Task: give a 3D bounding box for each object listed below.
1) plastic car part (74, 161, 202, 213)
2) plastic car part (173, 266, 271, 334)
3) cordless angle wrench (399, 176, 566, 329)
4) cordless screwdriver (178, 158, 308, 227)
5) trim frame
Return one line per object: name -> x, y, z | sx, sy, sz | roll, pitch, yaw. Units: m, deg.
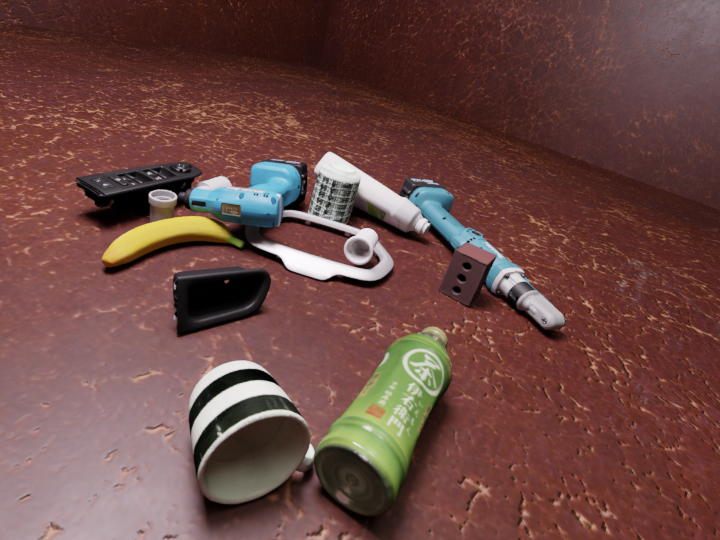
plastic car part -> -0.335, -0.131, 0.672 | 0.069, 0.065, 0.199 | 19, 32, 21
plastic car part -> -0.174, 0.021, 0.502 | 0.075, 0.065, 0.112 | 22, 23, 40
cordless angle wrench -> 0.200, -0.046, 0.770 | 0.094, 0.073, 0.445 | 0, 35, -26
cordless screwdriver -> -0.184, -0.137, 0.719 | 0.161, 0.073, 0.250 | 7, 23, 6
trim frame -> -0.067, -0.044, 0.688 | 0.250, 0.027, 0.186 | 17, 28, 1
